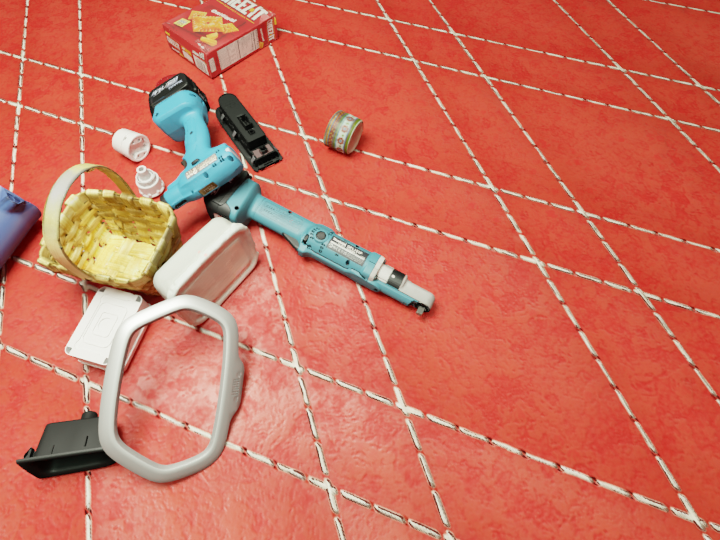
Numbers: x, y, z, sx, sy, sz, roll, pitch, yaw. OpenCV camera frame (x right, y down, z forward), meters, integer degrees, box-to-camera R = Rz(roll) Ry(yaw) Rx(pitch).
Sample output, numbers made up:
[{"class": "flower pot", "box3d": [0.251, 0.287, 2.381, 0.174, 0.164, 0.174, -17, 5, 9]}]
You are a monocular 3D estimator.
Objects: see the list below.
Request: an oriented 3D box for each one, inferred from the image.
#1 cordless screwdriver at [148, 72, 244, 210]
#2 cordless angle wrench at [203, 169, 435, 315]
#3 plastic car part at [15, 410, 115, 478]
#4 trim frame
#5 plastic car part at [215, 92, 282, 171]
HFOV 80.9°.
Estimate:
[{"class": "cordless screwdriver", "box3d": [-0.315, -0.223, 0.746, 0.160, 0.071, 0.260, -33, 62, 5]}, {"class": "cordless angle wrench", "box3d": [-0.070, -0.046, 0.721, 0.433, 0.072, 0.098, 28, 66, 12]}, {"class": "plastic car part", "box3d": [-0.386, 0.232, 0.579, 0.115, 0.064, 0.074, -10, 49, -10]}, {"class": "trim frame", "box3d": [-0.252, 0.158, 0.581, 0.178, 0.028, 0.251, 7, 79, -19]}, {"class": "plastic car part", "box3d": [-0.240, -0.293, 0.862, 0.066, 0.065, 0.212, -33, 64, -10]}]
